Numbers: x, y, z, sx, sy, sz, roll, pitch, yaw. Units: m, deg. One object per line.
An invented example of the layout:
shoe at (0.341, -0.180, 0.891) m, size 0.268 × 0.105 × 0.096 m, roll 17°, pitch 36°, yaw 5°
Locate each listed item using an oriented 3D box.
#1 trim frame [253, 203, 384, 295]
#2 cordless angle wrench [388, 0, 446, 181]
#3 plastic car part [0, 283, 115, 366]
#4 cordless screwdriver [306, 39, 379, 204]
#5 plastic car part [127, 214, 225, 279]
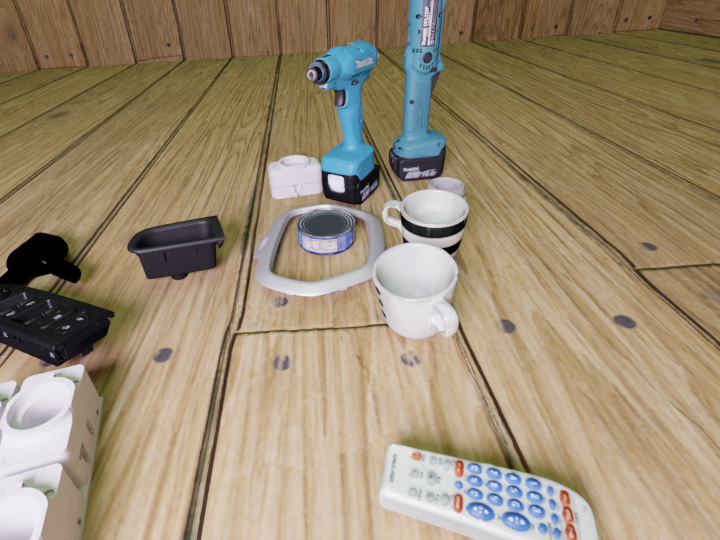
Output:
trim frame at (-0.059, -0.038, 0.602) m, size 0.186 × 0.027 × 0.255 m, roll -1°, pitch 35°, yaw 3°
cordless angle wrench at (0.106, -0.361, 0.712) m, size 0.097 × 0.410 × 0.077 m, roll -5°, pitch 34°, yaw -8°
plastic car part at (-0.353, 0.058, 0.458) m, size 0.211 × 0.065 × 0.066 m, roll 13°, pitch 37°, yaw 22°
cordless screwdriver at (-0.029, -0.224, 0.677) m, size 0.078 × 0.241 × 0.157 m, roll 17°, pitch 38°, yaw 24°
plastic car part at (-0.237, -0.022, 0.558) m, size 0.114 × 0.069 × 0.069 m, roll -15°, pitch 37°, yaw -17°
